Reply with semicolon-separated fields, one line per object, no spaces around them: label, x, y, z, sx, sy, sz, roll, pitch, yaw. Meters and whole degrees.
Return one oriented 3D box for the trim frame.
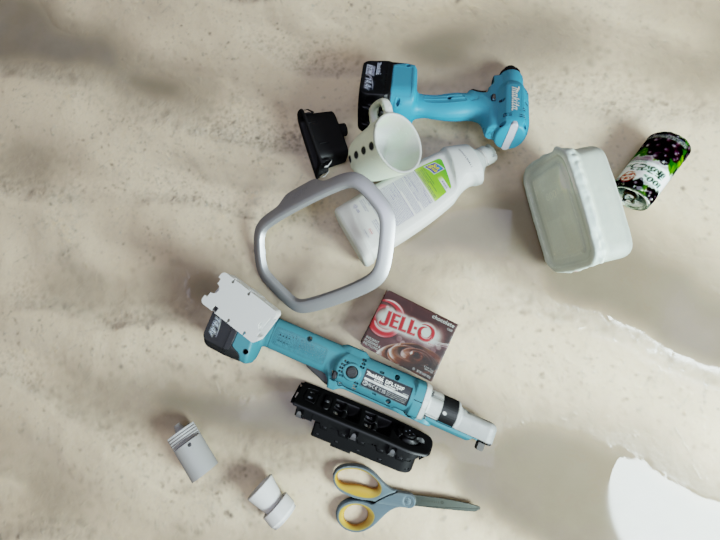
trim frame;-0.060;-0.039;0.614;0.255;0.026;0.186;-23;84;31

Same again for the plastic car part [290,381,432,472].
plastic car part;-0.002;0.226;0.591;0.207;0.065;0.067;15;94;9

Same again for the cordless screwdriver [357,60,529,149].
cordless screwdriver;0.124;-0.269;0.645;0.253;0.072;0.161;10;59;9

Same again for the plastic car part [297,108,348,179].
plastic car part;-0.054;-0.212;0.676;0.070;0.066;0.119;-12;77;-12

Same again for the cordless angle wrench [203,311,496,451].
cordless angle wrench;-0.015;0.143;0.605;0.430;0.073;0.098;22;84;8
